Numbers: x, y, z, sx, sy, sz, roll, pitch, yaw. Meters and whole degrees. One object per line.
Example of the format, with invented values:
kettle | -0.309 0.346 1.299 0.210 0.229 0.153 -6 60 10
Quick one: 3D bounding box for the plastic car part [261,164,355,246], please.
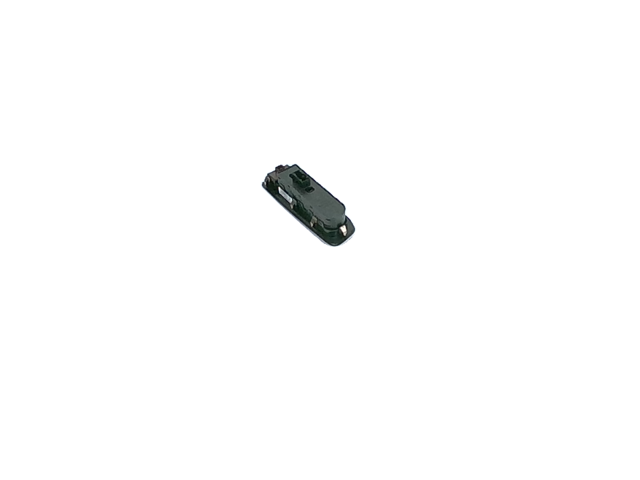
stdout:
plastic car part | -0.017 -0.071 0.691 0.066 0.067 0.203 -25 54 -29
